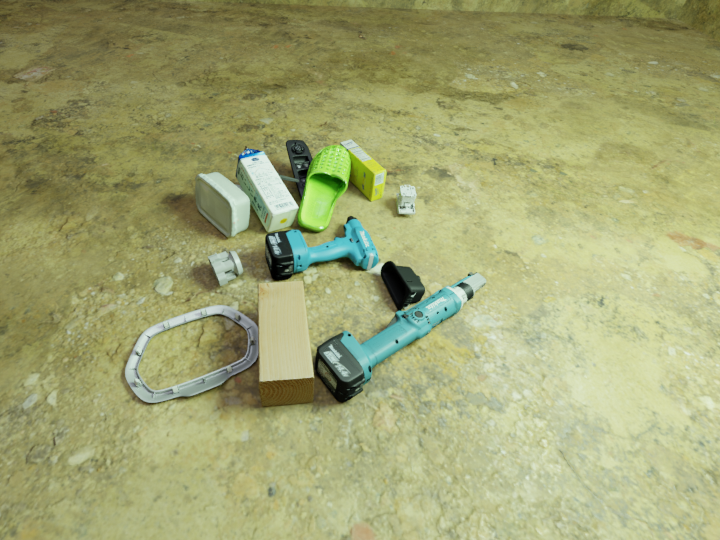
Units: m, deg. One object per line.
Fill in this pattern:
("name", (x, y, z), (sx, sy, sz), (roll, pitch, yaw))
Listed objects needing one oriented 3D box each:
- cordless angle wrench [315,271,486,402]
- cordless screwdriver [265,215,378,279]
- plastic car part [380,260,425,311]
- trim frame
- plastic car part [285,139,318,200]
("cordless angle wrench", (0.105, 0.101, 0.825), (0.412, 0.072, 0.103), (-27, 53, -28))
("cordless screwdriver", (-0.095, -0.062, 0.975), (0.244, 0.072, 0.167), (-7, 46, -14))
("plastic car part", (0.098, 0.026, 0.909), (0.068, 0.065, 0.122), (3, 40, -23))
("trim frame", (-0.311, 0.149, 0.792), (0.242, 0.027, 0.194), (-17, 50, -20))
("plastic car part", (-0.156, -0.271, 1.162), (0.065, 0.066, 0.208), (-15, 72, -9))
